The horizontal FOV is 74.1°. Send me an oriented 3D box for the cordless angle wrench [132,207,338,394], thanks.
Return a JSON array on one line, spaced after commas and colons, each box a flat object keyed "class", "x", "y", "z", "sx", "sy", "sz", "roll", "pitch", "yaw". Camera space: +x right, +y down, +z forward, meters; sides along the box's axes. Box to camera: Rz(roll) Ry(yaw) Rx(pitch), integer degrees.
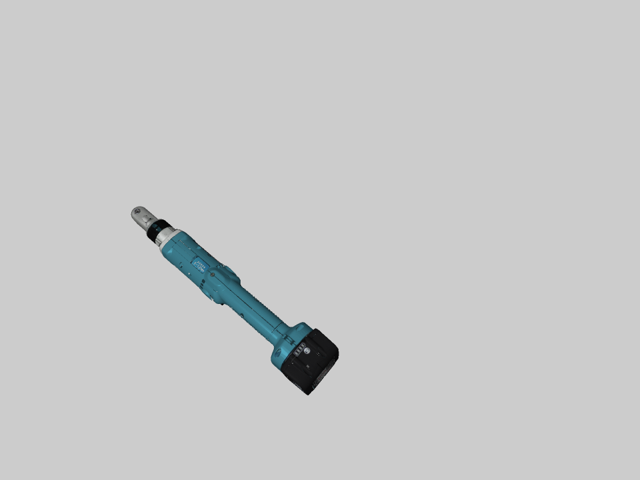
[{"class": "cordless angle wrench", "x": -0.157, "y": 0.069, "z": 0.664, "sx": 0.423, "sy": 0.074, "sz": 0.098, "roll": 37, "pitch": -19, "yaw": 18}]
